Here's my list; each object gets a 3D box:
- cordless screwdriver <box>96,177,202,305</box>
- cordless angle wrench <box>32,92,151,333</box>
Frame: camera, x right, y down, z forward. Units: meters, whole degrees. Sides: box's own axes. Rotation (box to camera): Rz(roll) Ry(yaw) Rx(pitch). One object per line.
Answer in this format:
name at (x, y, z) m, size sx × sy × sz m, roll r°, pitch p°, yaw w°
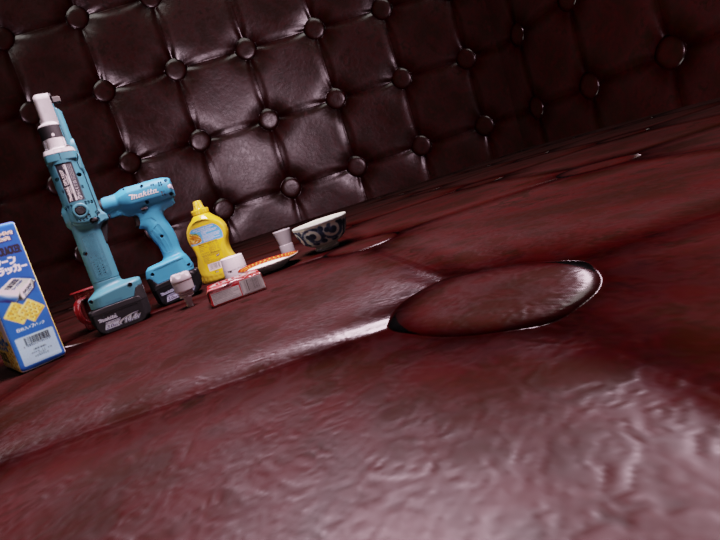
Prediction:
cordless screwdriver at (-0.426, -0.051, 0.857) m, size 0.157 × 0.246 × 0.076 m, roll -19°, pitch 6°, yaw -13°
cordless angle wrench at (-0.485, -0.101, 0.741) m, size 0.095 × 0.419 × 0.077 m, roll -20°, pitch 6°, yaw -24°
